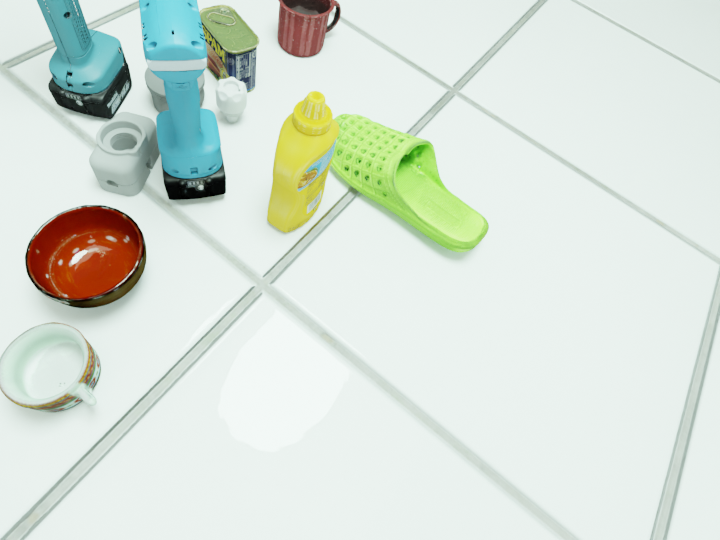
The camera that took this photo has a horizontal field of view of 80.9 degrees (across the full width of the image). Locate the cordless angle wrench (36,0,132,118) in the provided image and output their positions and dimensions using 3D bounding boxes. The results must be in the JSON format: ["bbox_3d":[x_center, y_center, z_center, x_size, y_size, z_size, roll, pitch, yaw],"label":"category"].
[{"bbox_3d":[-0.326,-0.339,0.426,0.073,0.419,0.100,15,62,-8],"label":"cordless angle wrench"}]

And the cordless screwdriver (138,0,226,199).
[{"bbox_3d":[-0.199,-0.200,0.473,0.072,0.247,0.164,-8,66,-19],"label":"cordless screwdriver"}]
